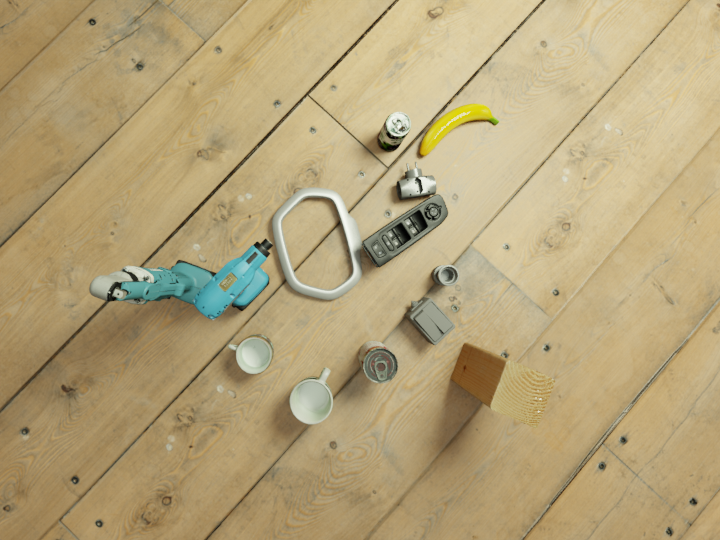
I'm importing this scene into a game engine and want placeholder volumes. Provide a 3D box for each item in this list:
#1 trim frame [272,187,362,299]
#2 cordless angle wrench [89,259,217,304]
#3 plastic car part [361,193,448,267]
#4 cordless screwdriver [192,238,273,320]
[{"bbox_3d":[-0.090,-0.059,0.916,0.183,0.027,0.250,-16,86,-2],"label":"trim frame"},{"bbox_3d":[-0.334,0.023,0.707,0.097,0.424,0.074,21,87,-6],"label":"cordless angle wrench"},{"bbox_3d":[0.097,-0.086,0.901,0.202,0.067,0.066,-34,90,-4],"label":"plastic car part"},{"bbox_3d":[-0.217,0.011,0.798,0.074,0.249,0.159,44,85,-4],"label":"cordless screwdriver"}]
